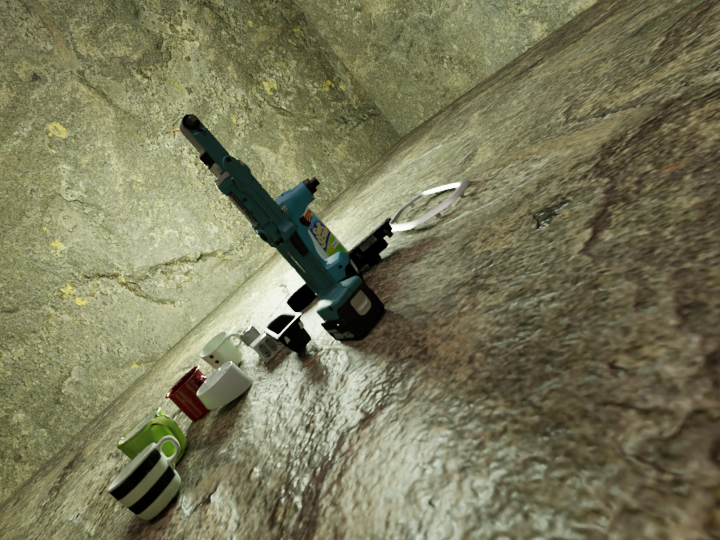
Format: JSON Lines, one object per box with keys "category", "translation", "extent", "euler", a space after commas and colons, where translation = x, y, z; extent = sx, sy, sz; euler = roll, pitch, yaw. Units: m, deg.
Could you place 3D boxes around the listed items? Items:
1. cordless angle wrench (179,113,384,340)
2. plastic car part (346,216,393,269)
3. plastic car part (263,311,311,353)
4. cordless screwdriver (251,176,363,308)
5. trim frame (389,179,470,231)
{"category": "cordless angle wrench", "translation": [-0.131, -0.068, 0.659], "extent": [0.073, 0.416, 0.100], "euler": [-45, 9, -30]}
{"category": "plastic car part", "translation": [-0.001, -0.033, 0.936], "extent": [0.205, 0.066, 0.067], "euler": [-36, 12, 19]}
{"category": "plastic car part", "translation": [-0.131, 0.122, 0.794], "extent": [0.065, 0.070, 0.120], "euler": [-44, 13, -21]}
{"category": "cordless screwdriver", "translation": [-0.083, -0.054, 0.845], "extent": [0.160, 0.245, 0.075], "euler": [-38, 9, 12]}
{"category": "trim frame", "translation": [0.151, -0.147, 0.971], "extent": [0.183, 0.027, 0.255], "euler": [-44, 14, -14]}
